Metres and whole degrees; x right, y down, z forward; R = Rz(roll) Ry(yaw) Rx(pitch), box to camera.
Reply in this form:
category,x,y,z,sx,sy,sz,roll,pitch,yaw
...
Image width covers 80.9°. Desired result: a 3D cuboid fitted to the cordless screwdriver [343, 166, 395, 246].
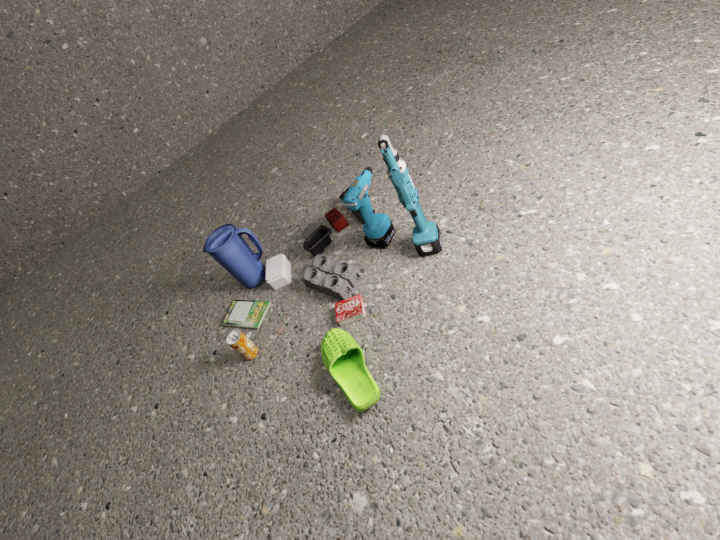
category,x,y,z,sx,sy,sz,roll,pitch,yaw
cordless screwdriver,0.037,-0.200,1.364,0.078,0.236,0.160,5,54,36

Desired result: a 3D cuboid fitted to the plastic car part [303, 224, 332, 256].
category,x,y,z,sx,sy,sz,roll,pitch,yaw
plastic car part,-0.148,-0.097,1.514,0.116,0.067,0.070,-47,43,-14

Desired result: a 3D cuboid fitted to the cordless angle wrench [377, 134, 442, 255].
category,x,y,z,sx,sy,sz,roll,pitch,yaw
cordless angle wrench,0.135,-0.206,1.183,0.076,0.401,0.100,-13,45,22

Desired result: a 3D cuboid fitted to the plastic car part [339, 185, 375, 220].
category,x,y,z,sx,sy,sz,roll,pitch,yaw
plastic car part,-0.006,-0.231,1.549,0.066,0.063,0.214,-35,42,-1
